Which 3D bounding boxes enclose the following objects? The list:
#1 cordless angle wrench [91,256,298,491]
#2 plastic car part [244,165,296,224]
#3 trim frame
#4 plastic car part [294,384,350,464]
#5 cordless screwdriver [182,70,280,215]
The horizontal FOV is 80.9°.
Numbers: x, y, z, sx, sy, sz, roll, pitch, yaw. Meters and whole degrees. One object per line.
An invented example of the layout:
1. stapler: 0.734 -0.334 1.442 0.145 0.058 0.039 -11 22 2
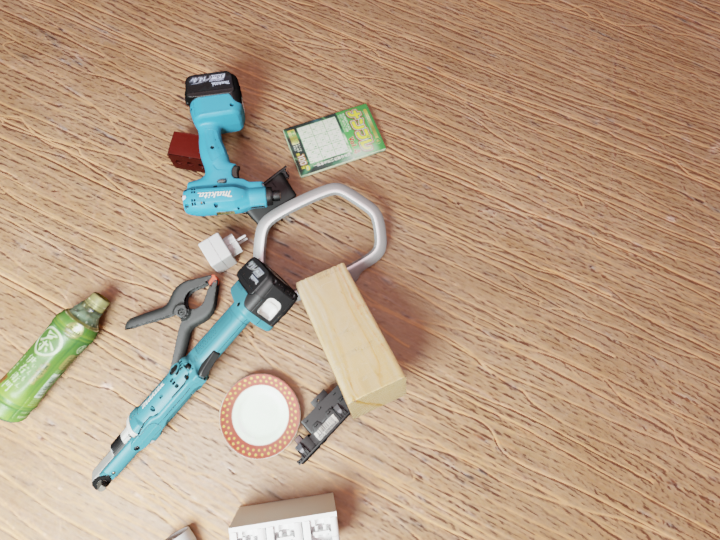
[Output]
1. cordless angle wrench: -0.272 0.167 0.667 0.422 0.070 0.103 -49 37 -3
2. plastic car part: -0.164 -0.127 0.774 0.116 0.067 0.070 -43 97 -8
3. trim frame: -0.073 -0.048 0.750 0.247 0.027 0.185 -27 87 -5
4. plastic car part: -0.034 0.214 0.678 0.201 0.064 0.070 -40 66 -11
5. cordless screwdriver: -0.225 -0.218 0.734 0.158 0.074 0.253 -5 77 -5
